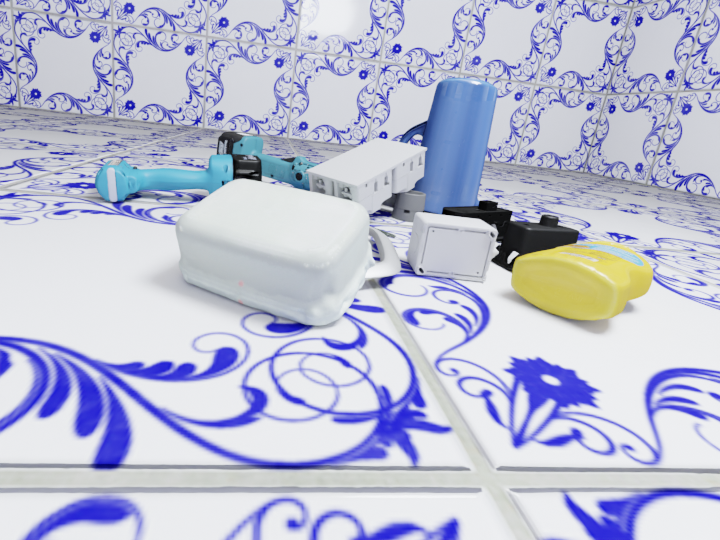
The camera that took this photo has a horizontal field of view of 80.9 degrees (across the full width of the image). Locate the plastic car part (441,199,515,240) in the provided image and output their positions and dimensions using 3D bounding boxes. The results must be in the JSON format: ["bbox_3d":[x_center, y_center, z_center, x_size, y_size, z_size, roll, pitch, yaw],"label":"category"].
[{"bbox_3d":[0.184,-0.074,0.656,0.195,0.066,0.070,-12,34,-38],"label":"plastic car part"}]

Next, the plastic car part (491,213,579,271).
[{"bbox_3d":[0.232,-0.038,0.550,0.113,0.070,0.069,-2,22,-18],"label":"plastic car part"}]

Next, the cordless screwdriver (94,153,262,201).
[{"bbox_3d":[-0.292,-0.156,0.698,0.242,0.073,0.167,-5,22,-20],"label":"cordless screwdriver"}]

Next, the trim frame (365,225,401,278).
[{"bbox_3d":[-0.049,-0.032,0.502,0.183,0.027,0.254,7,21,-4],"label":"trim frame"}]

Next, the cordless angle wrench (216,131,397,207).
[{"bbox_3d":[-0.114,-0.197,0.867,0.441,0.096,0.072,21,21,24],"label":"cordless angle wrench"}]
